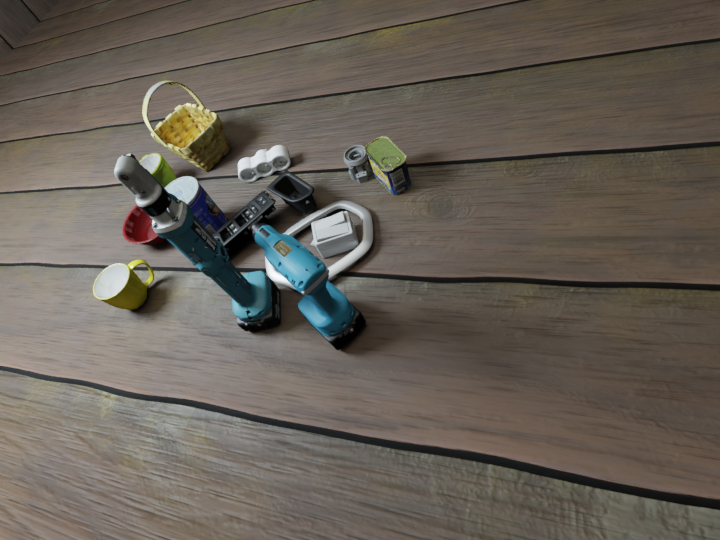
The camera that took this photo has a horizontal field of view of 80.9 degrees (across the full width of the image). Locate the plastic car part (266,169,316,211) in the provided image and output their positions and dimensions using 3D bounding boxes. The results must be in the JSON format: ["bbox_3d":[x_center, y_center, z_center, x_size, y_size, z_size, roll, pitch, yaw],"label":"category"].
[{"bbox_3d":[-0.144,-0.165,0.948,0.066,0.067,0.123,-46,55,-12],"label":"plastic car part"}]

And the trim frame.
[{"bbox_3d":[-0.086,-0.056,0.879,0.248,0.026,0.194,-36,53,-4],"label":"trim frame"}]

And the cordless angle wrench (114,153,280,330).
[{"bbox_3d":[-0.245,-0.025,0.684,0.075,0.402,0.101,-14,55,9],"label":"cordless angle wrench"}]

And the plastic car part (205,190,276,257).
[{"bbox_3d":[-0.270,-0.090,0.949,0.202,0.064,0.070,-40,54,-7],"label":"plastic car part"}]

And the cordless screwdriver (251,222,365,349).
[{"bbox_3d":[-0.087,0.024,0.694,0.074,0.236,0.168,-43,55,-12],"label":"cordless screwdriver"}]
